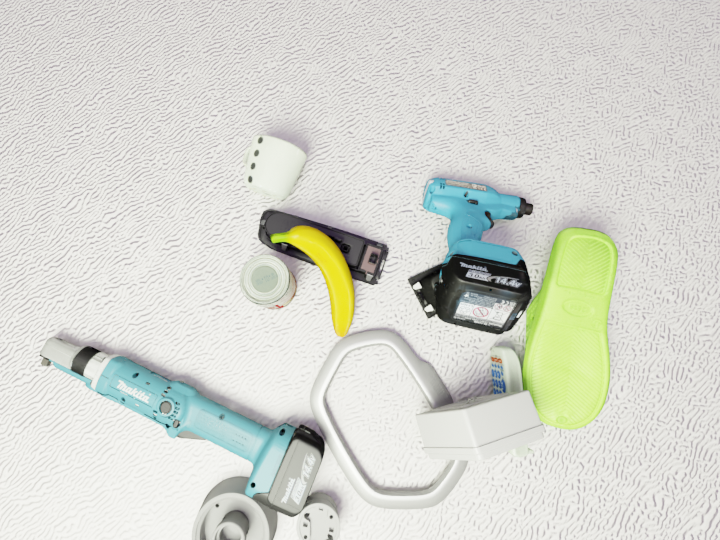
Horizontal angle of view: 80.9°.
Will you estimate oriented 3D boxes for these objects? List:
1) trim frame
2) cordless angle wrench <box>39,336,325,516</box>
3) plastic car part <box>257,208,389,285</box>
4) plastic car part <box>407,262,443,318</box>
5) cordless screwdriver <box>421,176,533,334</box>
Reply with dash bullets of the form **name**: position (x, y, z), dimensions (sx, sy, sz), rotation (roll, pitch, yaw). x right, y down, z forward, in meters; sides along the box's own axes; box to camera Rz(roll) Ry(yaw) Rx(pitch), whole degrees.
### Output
- **trim frame**: position (0.040, 0.205, 0.589), dimensions (0.183, 0.027, 0.254), rotation (-32, 78, -4)
- **cordless angle wrench**: position (-0.256, 0.187, 0.579), dimensions (0.430, 0.073, 0.098), rotation (23, 80, 8)
- **plastic car part**: position (-0.061, -0.040, 0.626), dimensions (0.206, 0.066, 0.066), rotation (19, 87, 7)
- **plastic car part**: position (0.138, 0.014, 0.604), dimensions (0.116, 0.070, 0.067), rotation (-26, 83, -2)
- **cordless screwdriver**: position (0.169, -0.035, 0.559), dimensions (0.160, 0.072, 0.254), rotation (7, 42, 0)
